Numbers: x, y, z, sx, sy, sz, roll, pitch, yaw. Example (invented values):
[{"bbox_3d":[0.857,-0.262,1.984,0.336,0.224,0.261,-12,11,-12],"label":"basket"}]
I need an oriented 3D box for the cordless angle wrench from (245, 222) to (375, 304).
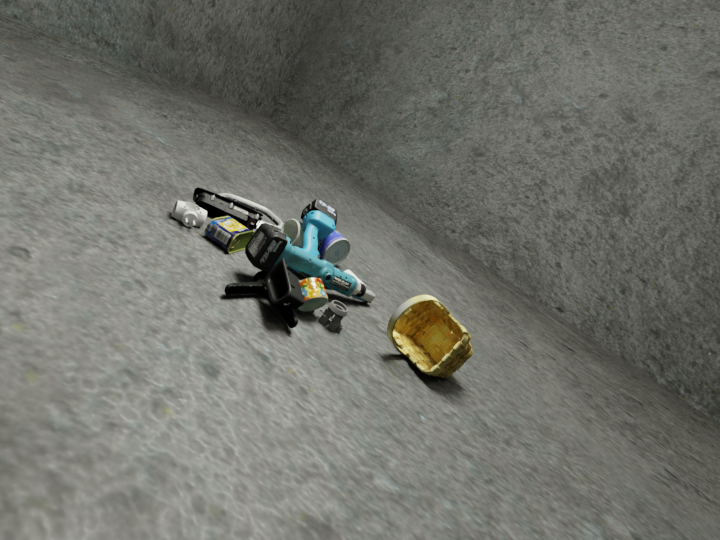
[{"bbox_3d":[-0.096,0.007,1.070,0.399,0.098,0.079,28,11,-42],"label":"cordless angle wrench"}]

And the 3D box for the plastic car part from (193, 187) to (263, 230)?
[{"bbox_3d":[-0.384,-0.164,1.197,0.197,0.067,0.068,27,44,-15],"label":"plastic car part"}]

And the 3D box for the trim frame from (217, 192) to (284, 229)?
[{"bbox_3d":[-0.351,-0.184,1.344,0.236,0.027,0.194,21,19,-32],"label":"trim frame"}]

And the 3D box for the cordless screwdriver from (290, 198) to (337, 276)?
[{"bbox_3d":[-0.118,-0.077,1.208,0.153,0.076,0.253,33,45,-24],"label":"cordless screwdriver"}]

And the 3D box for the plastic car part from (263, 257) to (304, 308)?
[{"bbox_3d":[-0.152,0.041,0.892,0.067,0.066,0.122,33,18,-38],"label":"plastic car part"}]
